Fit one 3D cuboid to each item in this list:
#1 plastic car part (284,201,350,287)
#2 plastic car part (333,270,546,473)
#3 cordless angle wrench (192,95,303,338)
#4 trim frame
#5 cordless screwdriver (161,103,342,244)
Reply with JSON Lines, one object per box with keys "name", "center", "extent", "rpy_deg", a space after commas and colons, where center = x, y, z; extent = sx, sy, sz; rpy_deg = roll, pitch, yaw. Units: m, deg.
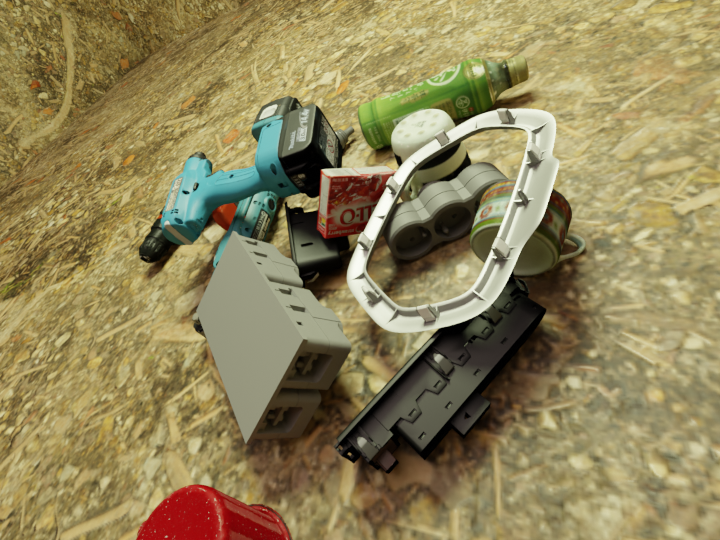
{"name": "plastic car part", "center": [-0.050, -0.033, 0.515], "extent": [0.071, 0.063, 0.122], "rpy_deg": [-17, 44, -2]}
{"name": "plastic car part", "center": [0.071, 0.076, 0.322], "extent": [0.071, 0.063, 0.202], "rpy_deg": [31, 72, 37]}
{"name": "cordless angle wrench", "center": [-0.153, -0.094, 0.624], "extent": [0.077, 0.093, 0.431], "rpy_deg": [-10, 50, 26]}
{"name": "trim frame", "center": [0.076, -0.057, 0.375], "extent": [0.193, 0.026, 0.249], "rpy_deg": [3, 56, 47]}
{"name": "cordless screwdriver", "center": [-0.149, -0.137, 0.557], "extent": [0.255, 0.070, 0.164], "rpy_deg": [-18, 51, 21]}
